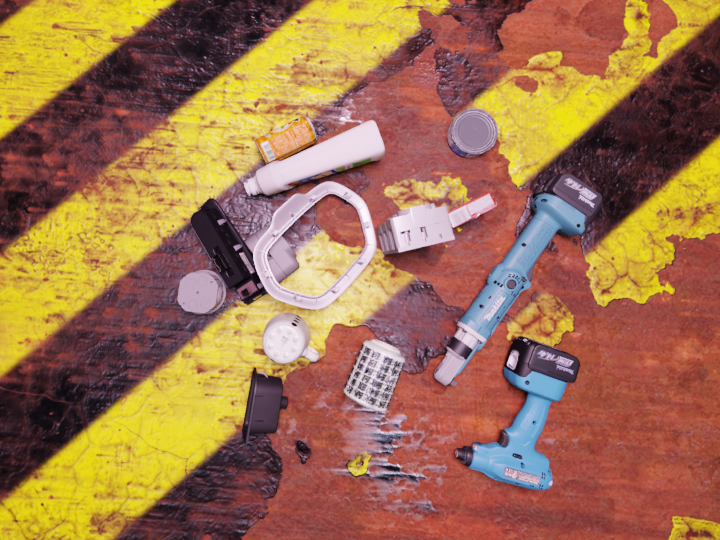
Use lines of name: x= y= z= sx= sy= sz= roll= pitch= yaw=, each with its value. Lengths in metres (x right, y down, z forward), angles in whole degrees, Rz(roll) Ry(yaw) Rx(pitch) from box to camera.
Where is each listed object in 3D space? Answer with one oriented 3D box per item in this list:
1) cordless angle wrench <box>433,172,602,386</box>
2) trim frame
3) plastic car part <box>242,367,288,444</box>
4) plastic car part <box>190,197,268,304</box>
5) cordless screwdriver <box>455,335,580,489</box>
cordless angle wrench: x=0.260 y=0.023 z=0.751 sx=0.098 sy=0.074 sz=0.423 roll=36 pitch=89 yaw=0
trim frame: x=-0.072 y=-0.047 z=0.740 sx=0.182 sy=0.028 sz=0.246 roll=47 pitch=70 yaw=-7
plastic car part: x=-0.164 y=0.237 z=0.742 sx=0.069 sy=0.067 sz=0.117 roll=14 pitch=83 yaw=-17
plastic car part: x=-0.244 y=-0.033 z=0.754 sx=0.067 sy=0.065 sz=0.206 roll=-34 pitch=82 yaw=27
cordless screwdriver: x=0.268 y=0.241 z=0.732 sx=0.159 sy=0.074 sz=0.249 roll=14 pitch=90 yaw=0
